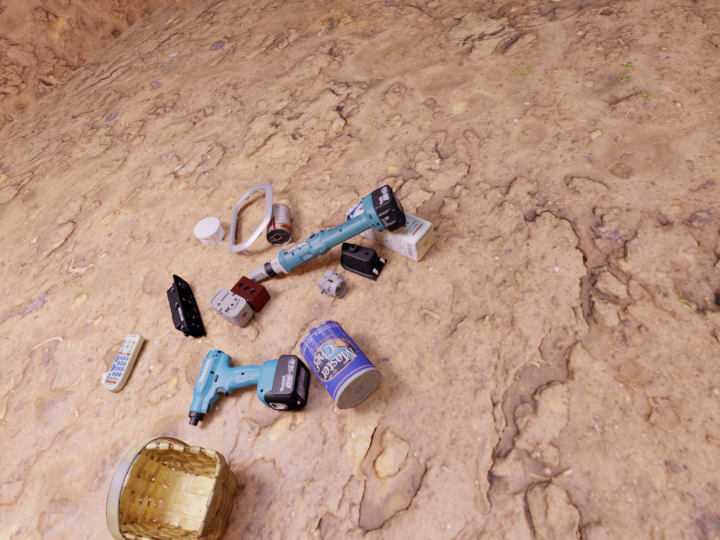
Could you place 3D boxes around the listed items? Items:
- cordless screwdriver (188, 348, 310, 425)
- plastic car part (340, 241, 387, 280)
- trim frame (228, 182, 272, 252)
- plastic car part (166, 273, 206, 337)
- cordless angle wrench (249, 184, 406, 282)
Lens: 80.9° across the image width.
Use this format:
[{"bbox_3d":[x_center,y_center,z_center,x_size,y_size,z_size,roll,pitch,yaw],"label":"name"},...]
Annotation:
[{"bbox_3d":[-0.235,0.247,0.869,0.257,0.071,0.162,-3,52,21],"label":"cordless screwdriver"},{"bbox_3d":[-0.005,-0.034,1.017,0.122,0.068,0.066,20,60,26],"label":"plastic car part"},{"bbox_3d":[-0.313,-0.153,1.197,0.187,0.026,0.258,-31,45,22],"label":"trim frame"},{"bbox_3d":[-0.450,0.095,1.072,0.067,0.062,0.214,-44,49,14],"label":"plastic car part"},{"bbox_3d":[-0.100,-0.065,1.018,0.431,0.071,0.101,-25,34,19],"label":"cordless angle wrench"}]
